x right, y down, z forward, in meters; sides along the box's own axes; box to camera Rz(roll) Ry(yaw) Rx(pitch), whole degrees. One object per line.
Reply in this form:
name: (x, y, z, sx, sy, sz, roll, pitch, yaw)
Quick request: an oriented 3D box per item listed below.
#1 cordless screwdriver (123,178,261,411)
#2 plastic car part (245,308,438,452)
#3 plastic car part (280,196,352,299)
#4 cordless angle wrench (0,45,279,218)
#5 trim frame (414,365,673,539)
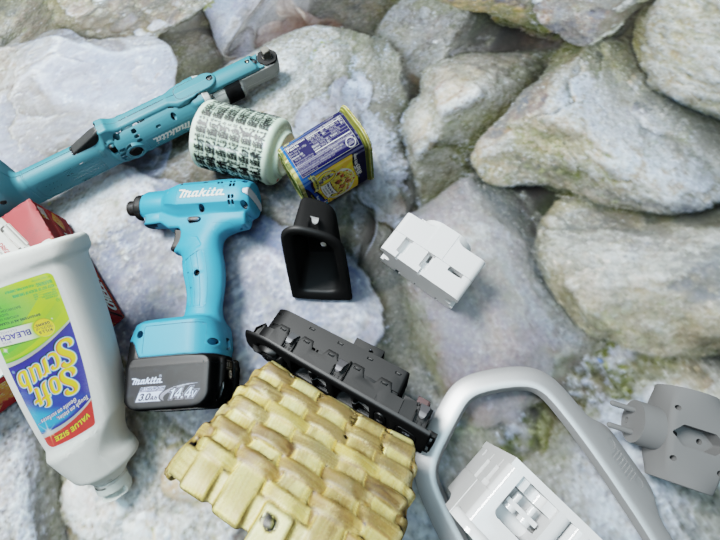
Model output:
cordless screwdriver: (-0.196, 0.018, 0.452, 0.162, 0.071, 0.254, -3, 68, 10)
plastic car part: (-0.021, 0.092, 0.403, 0.210, 0.064, 0.067, 20, 67, 19)
plastic car part: (-0.042, -0.028, 0.432, 0.067, 0.112, 0.073, 1, 50, 4)
cordless angle wrench: (-0.287, -0.166, 0.520, 0.420, 0.096, 0.077, -30, 74, -7)
trim frame: (0.159, 0.208, 0.366, 0.184, 0.026, 0.257, -30, 69, -2)
